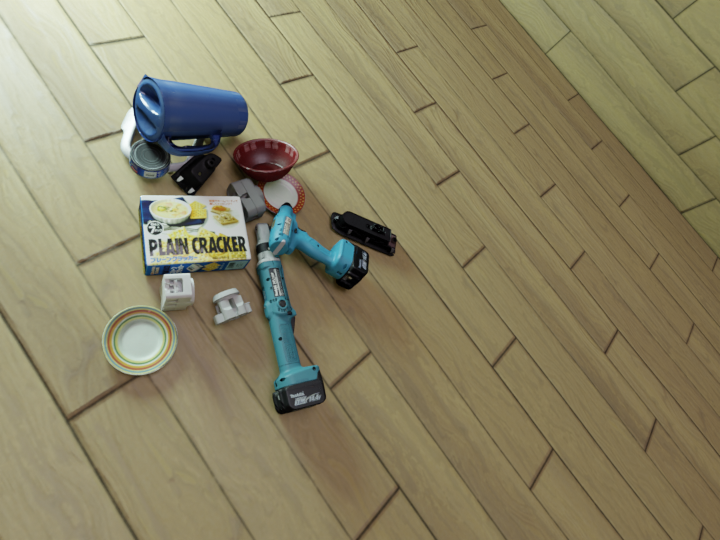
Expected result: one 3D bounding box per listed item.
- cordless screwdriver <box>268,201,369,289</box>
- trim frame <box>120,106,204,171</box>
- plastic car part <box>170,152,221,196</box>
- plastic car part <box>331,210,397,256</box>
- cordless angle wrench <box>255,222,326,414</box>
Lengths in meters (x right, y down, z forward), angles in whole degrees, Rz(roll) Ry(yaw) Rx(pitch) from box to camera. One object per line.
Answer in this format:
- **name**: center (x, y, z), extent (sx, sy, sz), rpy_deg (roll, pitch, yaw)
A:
- **cordless screwdriver**: center (-0.099, -0.065, 1.017), extent (0.240, 0.075, 0.164), rpy_deg (26, 39, -20)
- **trim frame**: center (-0.469, -0.333, 1.012), extent (0.178, 0.028, 0.254), rpy_deg (16, 61, -20)
- **plastic car part**: center (-0.366, -0.234, 0.976), extent (0.063, 0.074, 0.117), rpy_deg (50, 52, -29)
- **plastic car part**: center (0.016, -0.105, 1.122), extent (0.198, 0.068, 0.067), rpy_deg (20, 66, -14)
- **cordless angle wrench**: center (-0.178, 0.083, 0.922), extent (0.094, 0.075, 0.436), rpy_deg (-3, 64, -33)
